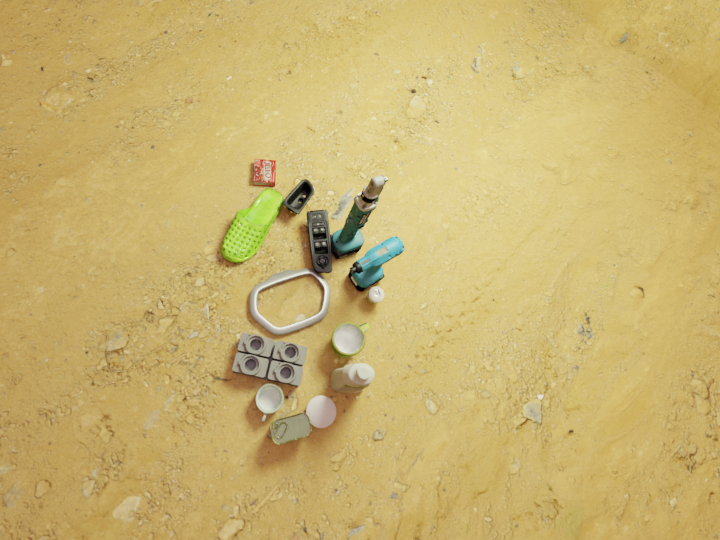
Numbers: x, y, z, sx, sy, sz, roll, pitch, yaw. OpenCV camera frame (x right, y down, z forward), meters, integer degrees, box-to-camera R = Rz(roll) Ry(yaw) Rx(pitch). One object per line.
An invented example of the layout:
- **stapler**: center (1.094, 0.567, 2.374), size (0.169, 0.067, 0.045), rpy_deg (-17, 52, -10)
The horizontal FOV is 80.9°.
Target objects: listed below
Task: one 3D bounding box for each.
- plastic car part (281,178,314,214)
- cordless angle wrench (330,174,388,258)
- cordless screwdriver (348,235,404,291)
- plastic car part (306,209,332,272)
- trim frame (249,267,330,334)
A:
- **plastic car part**: center (-0.194, -0.226, 1.350), size (0.066, 0.070, 0.116), rpy_deg (34, 68, 2)
- **cordless angle wrench**: center (-0.008, -0.142, 1.155), size (0.096, 0.421, 0.076), rpy_deg (-19, 77, -19)
- **cordless screwdriver**: center (0.019, -0.005, 1.198), size (0.156, 0.248, 0.076), rpy_deg (-30, 80, -20)
- **plastic car part**: center (-0.128, -0.083, 1.305), size (0.065, 0.066, 0.208), rpy_deg (-4, 70, -12)
- **trim frame**: center (-0.205, 0.085, 1.249), size (0.244, 0.027, 0.189), rpy_deg (-20, 73, -15)
